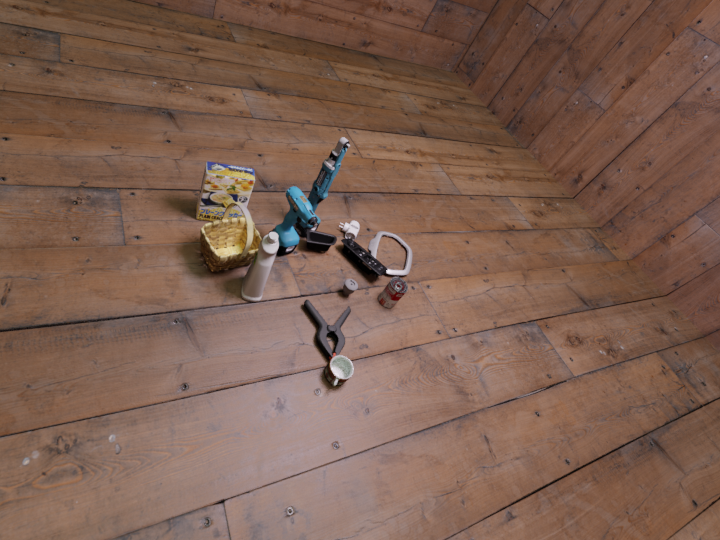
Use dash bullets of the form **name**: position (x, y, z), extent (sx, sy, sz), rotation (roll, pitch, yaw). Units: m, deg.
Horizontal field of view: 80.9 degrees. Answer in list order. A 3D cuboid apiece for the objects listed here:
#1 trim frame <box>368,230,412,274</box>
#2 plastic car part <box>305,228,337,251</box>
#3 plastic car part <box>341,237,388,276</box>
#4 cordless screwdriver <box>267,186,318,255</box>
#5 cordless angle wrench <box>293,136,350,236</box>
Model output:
- **trim frame**: position (0.121, -0.070, 1.689), extent (0.183, 0.027, 0.252), rotation (24, 43, -5)
- **plastic car part**: position (-0.151, -0.099, 1.546), extent (0.113, 0.071, 0.068), rotation (12, 46, -18)
- **plastic car part**: position (0.005, -0.044, 1.577), extent (0.209, 0.067, 0.064), rotation (45, 45, 16)
- **cordless screwdriver**: position (-0.224, -0.142, 1.421), extent (0.071, 0.248, 0.166), rotation (-15, 60, -39)
- **cordless angle wrench**: position (-0.138, -0.289, 1.476), extent (0.101, 0.422, 0.072), rotation (48, 45, 14)
